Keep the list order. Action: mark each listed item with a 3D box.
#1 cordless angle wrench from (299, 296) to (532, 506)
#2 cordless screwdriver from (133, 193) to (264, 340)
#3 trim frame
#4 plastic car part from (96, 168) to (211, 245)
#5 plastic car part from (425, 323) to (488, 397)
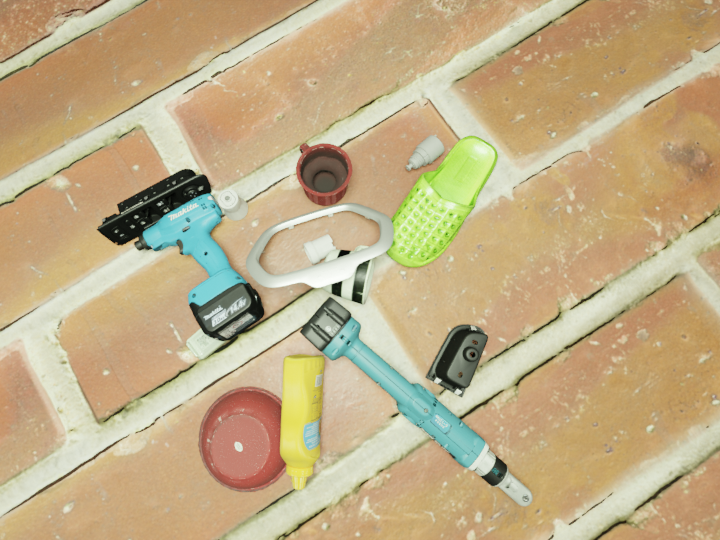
[{"bbox_3d":[0.088,0.207,0.652,0.428,0.097,0.074,40,79,6],"label":"cordless angle wrench"},{"bbox_3d":[-0.272,0.000,0.701,0.158,0.072,0.259,-30,66,-4],"label":"cordless screwdriver"},{"bbox_3d":[-0.068,-0.044,0.691,0.247,0.026,0.193,-18,40,-5],"label":"trim frame"},{"bbox_3d":[-0.362,-0.121,0.755,0.202,0.063,0.070,-26,55,-2],"label":"plastic car part"},{"bbox_3d":[0.163,0.138,0.670,0.067,0.070,0.116,28,84,3],"label":"plastic car part"}]
